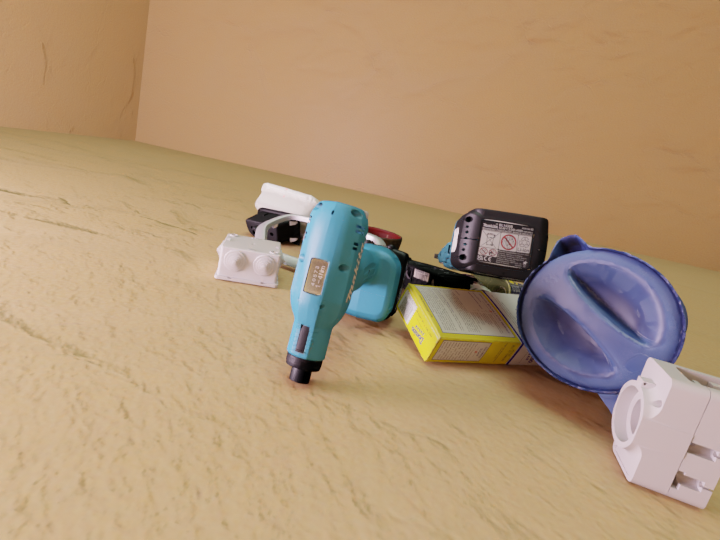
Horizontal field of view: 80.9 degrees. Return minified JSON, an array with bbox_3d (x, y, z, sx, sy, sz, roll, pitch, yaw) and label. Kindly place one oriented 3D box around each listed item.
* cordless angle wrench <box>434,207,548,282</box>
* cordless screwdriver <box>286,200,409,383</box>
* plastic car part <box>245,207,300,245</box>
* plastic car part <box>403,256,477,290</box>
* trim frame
[{"bbox_3d":[0.170,-0.027,0.668,0.099,0.074,0.418,10,0,3],"label":"cordless angle wrench"},{"bbox_3d":[-0.011,0.027,0.464,0.077,0.159,0.240,13,-2,15],"label":"cordless screwdriver"},{"bbox_3d":[-0.188,-0.087,0.867,0.122,0.064,0.069,16,28,28],"label":"plastic car part"},{"bbox_3d":[0.096,0.012,0.677,0.064,0.066,0.211,-1,14,-21],"label":"plastic car part"},{"bbox_3d":[-0.074,-0.048,0.755,0.257,0.027,0.183,14,36,18],"label":"trim frame"}]
